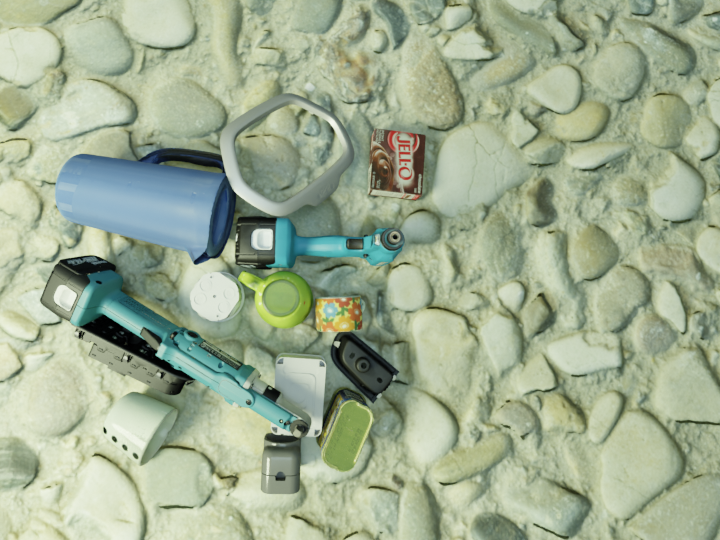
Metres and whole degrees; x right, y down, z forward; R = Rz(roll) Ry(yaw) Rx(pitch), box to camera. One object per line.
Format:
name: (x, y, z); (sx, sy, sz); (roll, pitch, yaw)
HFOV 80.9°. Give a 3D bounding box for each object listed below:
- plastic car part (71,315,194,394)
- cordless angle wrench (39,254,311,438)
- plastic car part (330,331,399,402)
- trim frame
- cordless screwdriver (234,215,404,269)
plastic car part: (-0.341, 0.132, 0.642); (0.203, 0.066, 0.067); (23, 91, 0)
cordless angle wrench: (-0.255, 0.114, 0.610); (0.428, 0.097, 0.074); (30, 99, 6)
plastic car part: (0.005, 0.148, 0.656); (0.116, 0.071, 0.066); (42, 80, -2)
trim frame: (-0.110, -0.188, 0.675); (0.183, 0.028, 0.246); (46, 56, -4)
cordless screwdriver: (-0.062, -0.041, 0.635); (0.248, 0.159, 0.075); (2, 85, -3)
